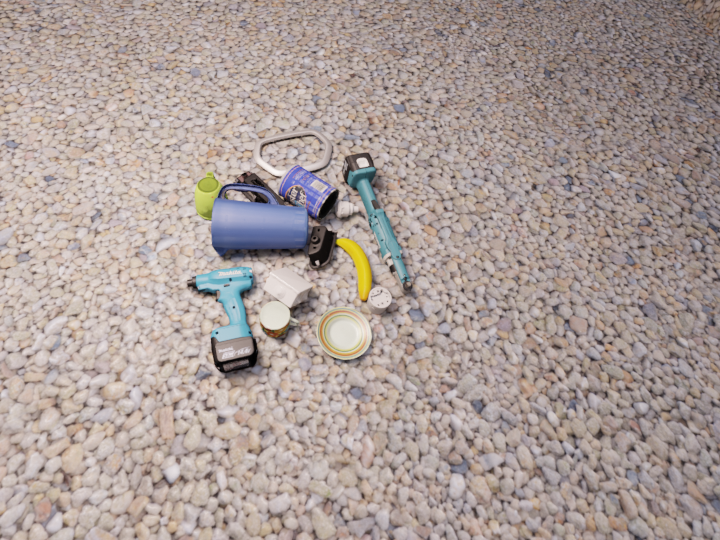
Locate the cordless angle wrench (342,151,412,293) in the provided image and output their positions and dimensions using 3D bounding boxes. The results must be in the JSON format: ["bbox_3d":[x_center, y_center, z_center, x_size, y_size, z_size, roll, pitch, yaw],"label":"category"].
[{"bbox_3d":[0.051,-0.132,1.153,0.073,0.096,0.437,-13,65,-15],"label":"cordless angle wrench"}]

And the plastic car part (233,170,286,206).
[{"bbox_3d":[-0.272,-0.215,1.185,0.065,0.066,0.209,-35,71,-31],"label":"plastic car part"}]

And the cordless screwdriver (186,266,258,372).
[{"bbox_3d":[-0.321,0.105,0.981,0.157,0.072,0.258,-8,57,-10],"label":"cordless screwdriver"}]

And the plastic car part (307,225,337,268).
[{"bbox_3d":[-0.107,-0.070,1.097,0.068,0.067,0.119,0,56,18],"label":"plastic car part"}]

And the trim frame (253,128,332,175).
[{"bbox_3d":[-0.206,-0.367,1.300,0.244,0.027,0.191,-18,63,-13],"label":"trim frame"}]
